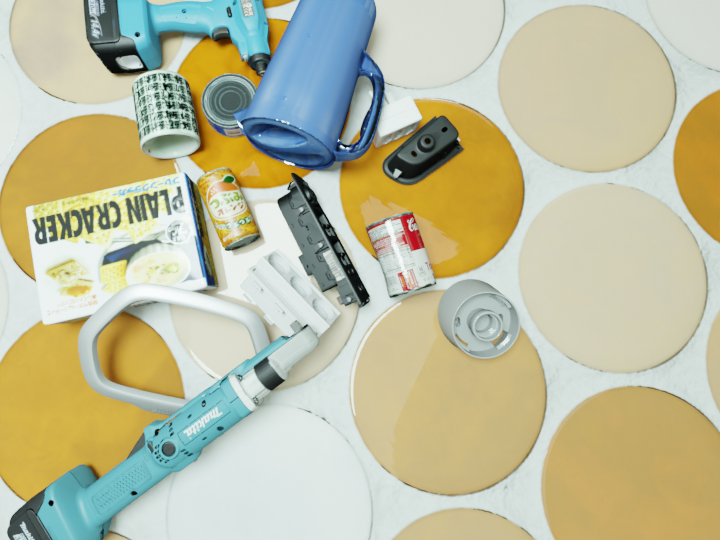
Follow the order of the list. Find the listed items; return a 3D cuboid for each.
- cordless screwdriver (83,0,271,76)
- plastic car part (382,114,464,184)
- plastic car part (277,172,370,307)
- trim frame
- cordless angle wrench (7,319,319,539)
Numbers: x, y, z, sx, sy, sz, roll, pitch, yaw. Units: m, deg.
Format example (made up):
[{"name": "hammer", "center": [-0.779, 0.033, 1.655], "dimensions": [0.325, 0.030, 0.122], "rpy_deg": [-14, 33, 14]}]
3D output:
[{"name": "cordless screwdriver", "center": [-0.257, -0.340, 0.616], "dimensions": [0.247, 0.074, 0.161], "rpy_deg": [-14, 83, -6]}, {"name": "plastic car part", "center": [0.091, -0.173, 0.593], "dimensions": [0.116, 0.070, 0.067], "rpy_deg": [-38, 86, -9]}, {"name": "plastic car part", "center": [-0.057, -0.037, 0.583], "dimensions": [0.068, 0.064, 0.205], "rpy_deg": [-26, 84, 20]}, {"name": "trim frame", "center": [-0.231, 0.112, 0.543], "dimensions": [0.243, 0.028, 0.183], "rpy_deg": [15, 101, -13]}, {"name": "cordless angle wrench", "center": [-0.221, 0.203, 0.509], "dimensions": [0.424, 0.073, 0.099], "rpy_deg": [-37, 86, 3]}]
